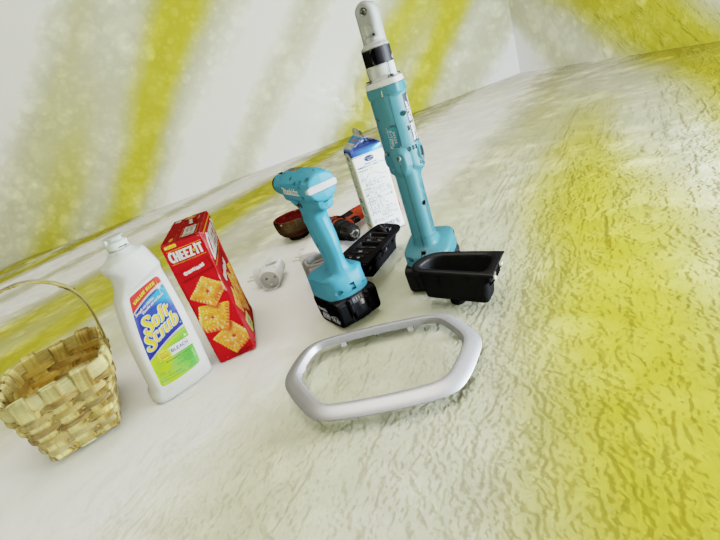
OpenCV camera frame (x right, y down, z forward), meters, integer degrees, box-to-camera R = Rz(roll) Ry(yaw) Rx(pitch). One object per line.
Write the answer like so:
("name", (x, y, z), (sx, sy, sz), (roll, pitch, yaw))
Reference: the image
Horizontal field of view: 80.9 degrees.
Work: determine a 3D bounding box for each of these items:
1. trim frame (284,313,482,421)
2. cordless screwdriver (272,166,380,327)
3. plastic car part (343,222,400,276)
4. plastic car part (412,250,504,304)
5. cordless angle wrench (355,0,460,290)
("trim frame", (0.024, 0.113, 0.527), (0.251, 0.027, 0.188), (-17, 24, 7))
("cordless screwdriver", (-0.065, -0.042, 0.662), (0.073, 0.241, 0.167), (-28, 23, -24))
("plastic car part", (0.027, -0.036, 0.797), (0.069, 0.065, 0.201), (-6, 27, 30))
("plastic car part", (0.139, 0.015, 0.594), (0.122, 0.069, 0.065), (-2, 27, 36))
("cordless angle wrench", (0.065, -0.168, 0.620), (0.077, 0.411, 0.097), (-8, 22, 27))
